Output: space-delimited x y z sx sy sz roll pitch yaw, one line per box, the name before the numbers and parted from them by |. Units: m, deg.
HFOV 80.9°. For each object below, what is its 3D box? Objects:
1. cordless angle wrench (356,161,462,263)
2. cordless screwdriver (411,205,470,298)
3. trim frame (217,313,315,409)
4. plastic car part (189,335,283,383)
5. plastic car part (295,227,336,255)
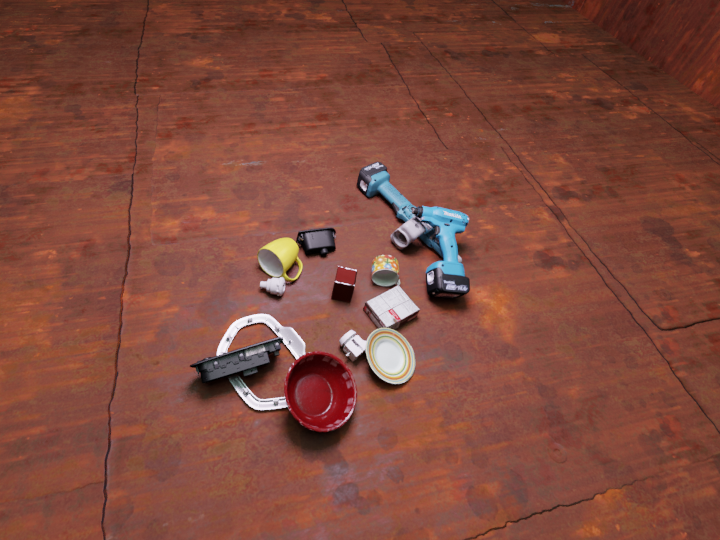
cordless angle wrench | 0.150 -0.169 1.278 0.096 0.073 0.442 -26 60 -25
cordless screwdriver | 0.209 -0.055 1.125 0.156 0.075 0.253 10 68 -13
trim frame | -0.216 0.201 0.966 0.180 0.027 0.261 -31 58 -28
plastic car part | -0.264 0.198 0.919 0.199 0.067 0.068 -11 80 -16
plastic car part | -0.116 -0.076 1.187 0.114 0.065 0.073 -6 68 -16
